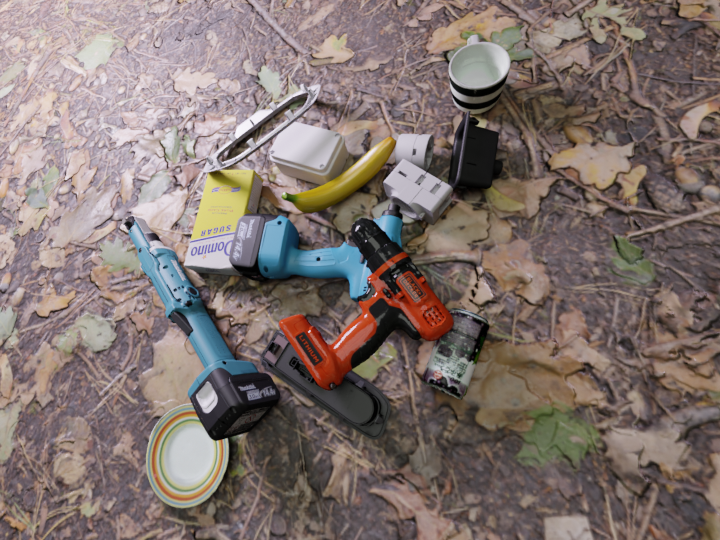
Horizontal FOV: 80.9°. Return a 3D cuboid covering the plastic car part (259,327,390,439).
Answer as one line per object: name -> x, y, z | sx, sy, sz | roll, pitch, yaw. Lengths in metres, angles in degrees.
plastic car part -> -0.051, 0.147, 0.573 | 0.211, 0.064, 0.066 | 29, 73, 20

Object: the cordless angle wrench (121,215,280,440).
cordless angle wrench -> -0.277, 0.052, 0.658 | 0.074, 0.093, 0.444 | -50, 60, 13

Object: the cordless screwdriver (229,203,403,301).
cordless screwdriver -> -0.062, -0.041, 0.638 | 0.256, 0.072, 0.161 | 10, 73, 15

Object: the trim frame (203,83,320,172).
trim frame -> -0.171, -0.247, 0.725 | 0.248, 0.026, 0.193 | -40, 32, -3

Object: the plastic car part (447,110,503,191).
plastic car part -> 0.173, -0.165, 0.628 | 0.071, 0.065, 0.118 | 8, 76, 1
